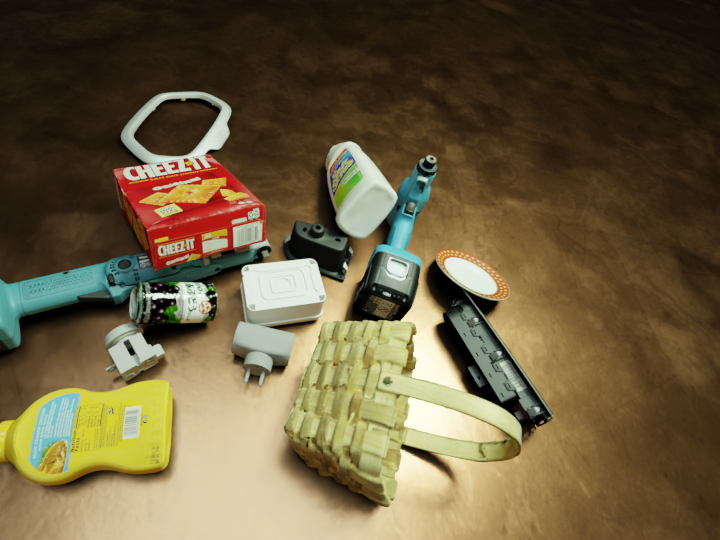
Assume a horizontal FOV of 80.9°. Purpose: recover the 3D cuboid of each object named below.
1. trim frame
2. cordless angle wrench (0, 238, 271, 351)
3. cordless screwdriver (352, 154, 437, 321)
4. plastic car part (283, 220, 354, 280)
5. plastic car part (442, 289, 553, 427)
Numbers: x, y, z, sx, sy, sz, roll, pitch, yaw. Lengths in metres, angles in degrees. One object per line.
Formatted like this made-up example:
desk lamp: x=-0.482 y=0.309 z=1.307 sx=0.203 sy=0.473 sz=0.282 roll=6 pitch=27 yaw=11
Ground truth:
trim frame: x=-0.357 y=-0.286 z=0.840 sx=0.185 sy=0.027 sz=0.253 roll=13 pitch=50 yaw=1
cordless angle wrench: x=-0.327 y=0.009 z=0.591 sx=0.411 sy=0.073 sz=0.102 roll=-17 pitch=58 yaw=-25
cordless screwdriver: x=0.065 y=-0.054 z=0.653 sx=0.074 sy=0.157 sz=0.252 roll=20 pitch=53 yaw=-3
plastic car part: x=-0.066 y=-0.043 z=0.676 sx=0.117 sy=0.070 sz=0.067 roll=20 pitch=50 yaw=0
plastic car part: x=0.179 y=0.125 z=0.602 sx=0.067 sy=0.063 sz=0.212 roll=-24 pitch=59 yaw=2
